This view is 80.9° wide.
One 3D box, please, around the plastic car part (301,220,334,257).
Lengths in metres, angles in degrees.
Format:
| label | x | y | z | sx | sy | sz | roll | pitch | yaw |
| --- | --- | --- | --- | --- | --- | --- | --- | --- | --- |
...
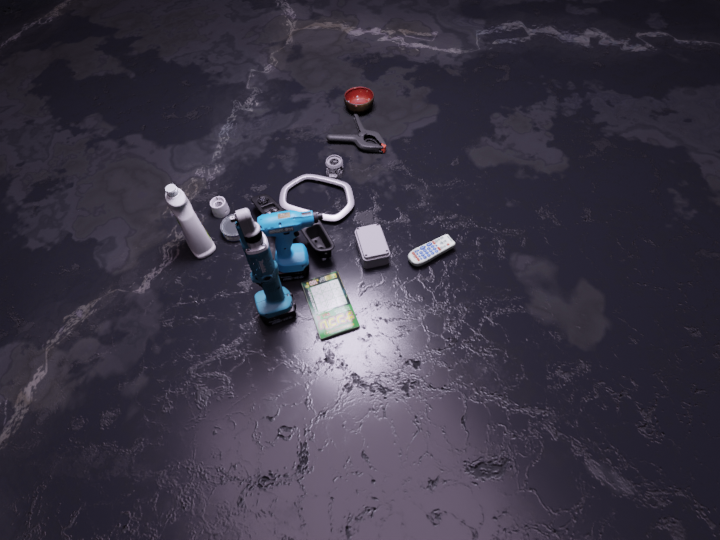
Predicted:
| label | x | y | z | sx | sy | sz | roll | pitch | yaw |
| --- | --- | --- | --- | --- | --- | --- | --- | --- | --- |
| plastic car part | -0.119 | -0.078 | 1.214 | 0.065 | 0.068 | 0.122 | -25 | 58 | -13 |

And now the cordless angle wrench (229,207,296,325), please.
| label | x | y | z | sx | sy | sz | roll | pitch | yaw |
| --- | --- | --- | --- | --- | --- | --- | --- | --- | --- |
| cordless angle wrench | -0.221 | -0.001 | 0.967 | 0.097 | 0.409 | 0.078 | -16 | 59 | -10 |

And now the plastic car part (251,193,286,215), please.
| label | x | y | z | sx | sy | sz | roll | pitch | yaw |
| --- | --- | --- | --- | --- | --- | --- | --- | --- | --- |
| plastic car part | -0.261 | -0.163 | 1.287 | 0.065 | 0.065 | 0.213 | -33 | 60 | -18 |

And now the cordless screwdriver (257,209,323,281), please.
| label | x | y | z | sx | sy | sz | roll | pitch | yaw |
| --- | --- | --- | --- | --- | --- | --- | --- | --- | --- |
| cordless screwdriver | -0.170 | -0.069 | 1.110 | 0.159 | 0.240 | 0.077 | -8 | 57 | -4 |

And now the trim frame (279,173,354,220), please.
| label | x | y | z | sx | sy | sz | roll | pitch | yaw |
| --- | --- | --- | --- | --- | --- | --- | --- | --- | --- |
| trim frame | -0.139 | -0.231 | 1.344 | 0.256 | 0.026 | 0.185 | 16 | 59 | 15 |
